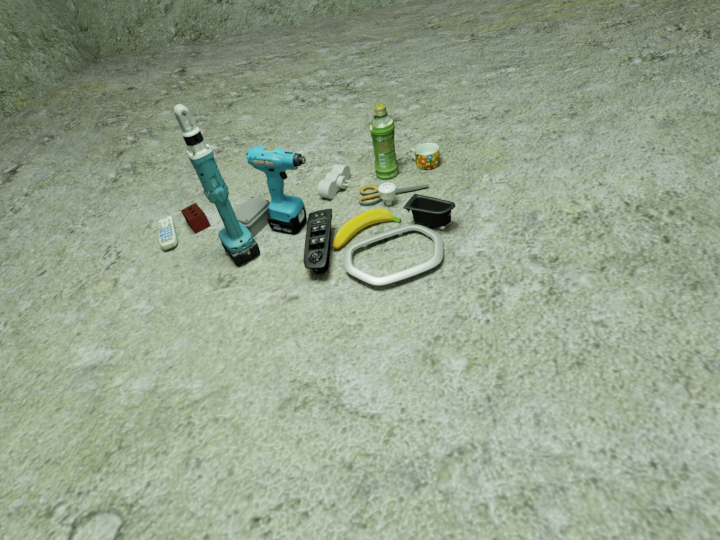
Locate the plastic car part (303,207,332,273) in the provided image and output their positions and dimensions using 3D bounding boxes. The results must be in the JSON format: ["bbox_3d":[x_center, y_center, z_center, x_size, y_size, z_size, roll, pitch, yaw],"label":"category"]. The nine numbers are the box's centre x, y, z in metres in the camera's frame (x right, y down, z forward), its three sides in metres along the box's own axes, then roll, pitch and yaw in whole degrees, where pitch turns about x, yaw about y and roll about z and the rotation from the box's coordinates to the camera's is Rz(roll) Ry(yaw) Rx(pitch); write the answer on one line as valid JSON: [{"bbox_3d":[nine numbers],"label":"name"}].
[{"bbox_3d":[-0.104,-0.068,1.062,0.067,0.064,0.209,-6,44,8],"label":"plastic car part"}]

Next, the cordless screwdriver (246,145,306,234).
[{"bbox_3d":[-0.193,-0.208,1.104,0.166,0.238,0.074,12,48,24],"label":"cordless screwdriver"}]

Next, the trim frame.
[{"bbox_3d":[0.079,-0.042,1.013,0.246,0.026,0.194,-22,44,-7],"label":"trim frame"}]

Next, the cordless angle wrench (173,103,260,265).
[{"bbox_3d":[-0.344,-0.191,1.006,0.073,0.405,0.104,-31,46,-21],"label":"cordless angle wrench"}]

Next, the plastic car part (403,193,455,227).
[{"bbox_3d":[0.175,-0.141,1.058,0.123,0.068,0.065,20,52,31],"label":"plastic car part"}]
